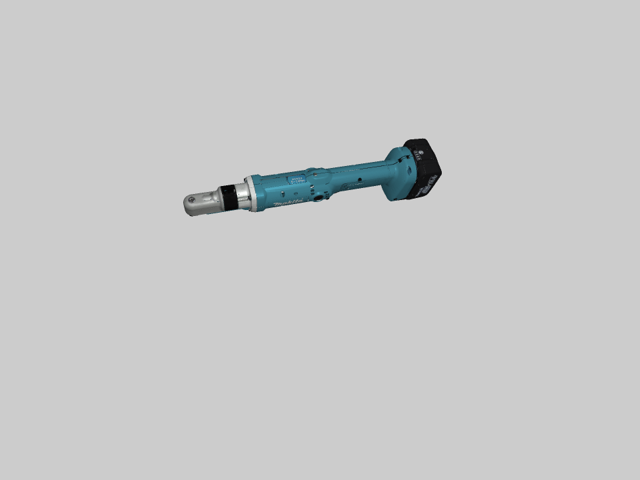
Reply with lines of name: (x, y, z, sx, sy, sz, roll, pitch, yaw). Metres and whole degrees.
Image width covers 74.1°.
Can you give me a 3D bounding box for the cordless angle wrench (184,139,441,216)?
cordless angle wrench: (-0.009, -0.091, 0.704, 0.422, 0.074, 0.098, -11, -24, -15)
